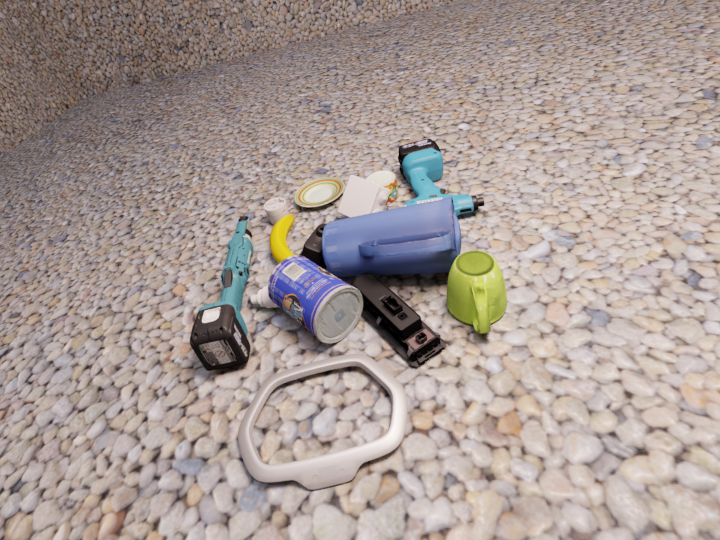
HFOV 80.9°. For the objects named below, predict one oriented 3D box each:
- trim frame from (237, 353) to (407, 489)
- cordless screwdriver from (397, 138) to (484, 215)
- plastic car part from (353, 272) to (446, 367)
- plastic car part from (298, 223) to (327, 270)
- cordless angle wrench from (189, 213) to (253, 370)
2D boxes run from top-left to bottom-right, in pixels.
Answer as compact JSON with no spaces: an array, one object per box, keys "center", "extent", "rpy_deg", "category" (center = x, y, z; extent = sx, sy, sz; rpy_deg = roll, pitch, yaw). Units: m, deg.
[{"center":[-0.056,0.207,0.601],"extent":[0.249,0.026,0.192],"rpy_deg":[-15,39,1],"category":"trim frame"},{"center":[0.167,-0.200,0.938],"extent":[0.162,0.071,0.256],"rpy_deg":[-10,45,9],"category":"cordless screwdriver"},{"center":[0.045,0.066,0.698],"extent":[0.066,0.064,0.215],"rpy_deg":[-36,40,-11],"category":"plastic car part"},{"center":[-0.084,-0.055,0.861],"extent":[0.067,0.069,0.117],"rpy_deg":[21,52,8],"category":"plastic car part"},{"center":[-0.256,0.008,0.862],"extent":[0.075,0.094,0.438],"rpy_deg":[-15,36,3],"category":"cordless angle wrench"}]
